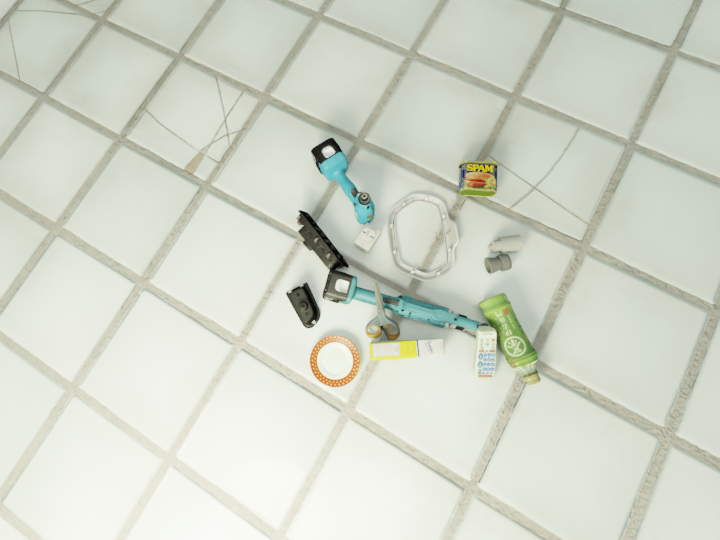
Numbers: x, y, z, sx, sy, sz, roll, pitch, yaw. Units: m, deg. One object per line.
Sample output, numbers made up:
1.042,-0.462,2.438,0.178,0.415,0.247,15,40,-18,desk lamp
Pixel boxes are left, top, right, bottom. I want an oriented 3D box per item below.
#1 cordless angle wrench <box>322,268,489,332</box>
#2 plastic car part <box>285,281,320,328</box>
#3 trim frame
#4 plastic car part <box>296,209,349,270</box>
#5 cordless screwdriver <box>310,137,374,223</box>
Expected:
0.115,0.092,1.080,0.427,0.096,0.075,16,79,4,cordless angle wrench
-0.149,0.090,1.109,0.066,0.069,0.120,-28,74,-2,plastic car part
0.168,-0.094,1.147,0.185,0.027,0.253,-6,74,3,trim frame
-0.112,-0.074,1.150,0.067,0.064,0.208,-44,77,3,plastic car part
-0.042,-0.247,1.138,0.074,0.155,0.256,-31,75,-5,cordless screwdriver
